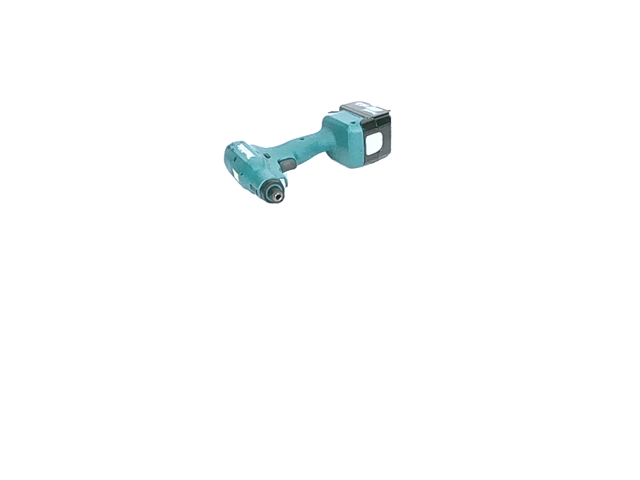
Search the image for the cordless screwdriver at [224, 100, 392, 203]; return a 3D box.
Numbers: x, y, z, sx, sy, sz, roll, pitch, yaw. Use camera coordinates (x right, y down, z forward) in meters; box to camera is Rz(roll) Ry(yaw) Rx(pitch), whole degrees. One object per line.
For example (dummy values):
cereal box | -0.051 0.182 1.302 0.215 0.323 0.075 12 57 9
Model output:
cordless screwdriver | -0.003 -0.127 0.621 0.248 0.074 0.159 -22 39 -19
